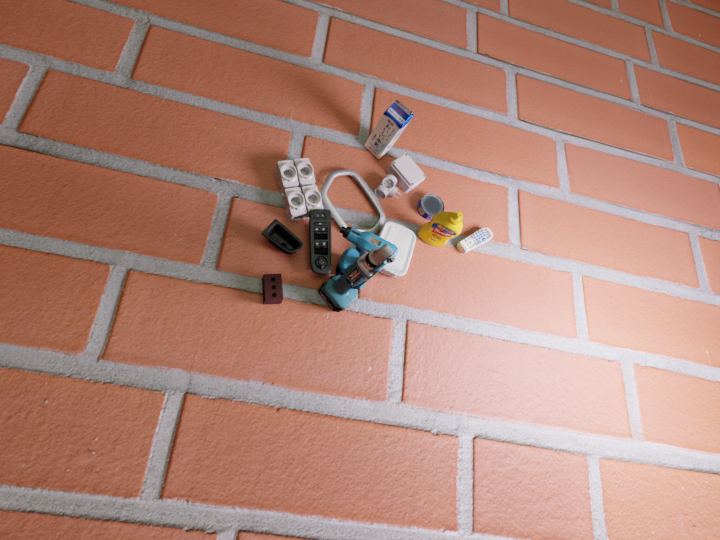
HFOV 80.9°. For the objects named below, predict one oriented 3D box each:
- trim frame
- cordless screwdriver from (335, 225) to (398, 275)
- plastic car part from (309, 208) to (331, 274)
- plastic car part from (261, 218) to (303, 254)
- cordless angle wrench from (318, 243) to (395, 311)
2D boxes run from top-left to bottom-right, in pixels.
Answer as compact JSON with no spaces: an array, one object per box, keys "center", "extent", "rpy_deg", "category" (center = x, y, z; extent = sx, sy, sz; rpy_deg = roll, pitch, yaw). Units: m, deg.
[{"center":[-0.024,-0.221,1.373],"extent":[0.181,0.027,0.253],"rpy_deg":[-31,80,-22],"category":"trim frame"},{"center":[-0.013,-0.045,1.189],"extent":[0.158,0.250,0.075],"rpy_deg":[28,67,-7],"category":"cordless screwdriver"},{"center":[-0.125,-0.082,1.274],"extent":[0.065,0.067,0.207],"rpy_deg":[2,70,-16],"category":"plastic car part"},{"center":[-0.230,-0.085,1.247],"extent":[0.117,0.071,0.065],"rpy_deg":[40,66,1],"category":"plastic car part"},{"center":[-0.011,0.015,1.072],"extent":[0.073,0.425,0.099],"rpy_deg":[-37,88,-25],"category":"cordless angle wrench"}]
